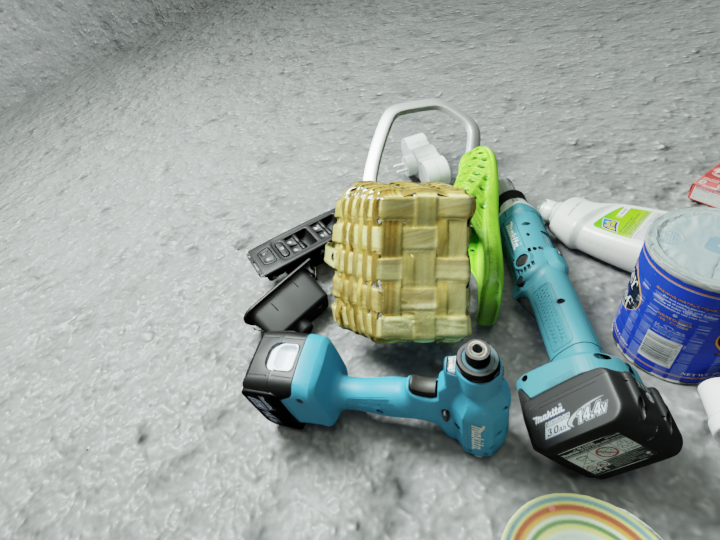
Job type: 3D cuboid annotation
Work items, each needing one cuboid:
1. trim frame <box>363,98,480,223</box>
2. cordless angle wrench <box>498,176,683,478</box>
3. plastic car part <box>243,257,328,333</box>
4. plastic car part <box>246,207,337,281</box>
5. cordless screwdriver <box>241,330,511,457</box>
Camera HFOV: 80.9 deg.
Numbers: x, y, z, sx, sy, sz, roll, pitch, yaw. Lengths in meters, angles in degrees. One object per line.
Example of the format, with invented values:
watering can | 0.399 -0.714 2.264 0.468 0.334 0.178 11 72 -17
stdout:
trim frame | 0.103 -0.168 0.667 0.185 0.027 0.251 15 70 1
cordless angle wrench | 0.207 0.003 0.495 0.099 0.072 0.433 -48 23 35
plastic car part | -0.087 0.052 0.559 0.074 0.064 0.115 36 66 24
plastic car part | -0.062 -0.040 0.631 0.201 0.064 0.070 -32 39 -11
cordless screwdriver | 0.007 0.105 0.403 0.257 0.152 0.075 3 48 21
